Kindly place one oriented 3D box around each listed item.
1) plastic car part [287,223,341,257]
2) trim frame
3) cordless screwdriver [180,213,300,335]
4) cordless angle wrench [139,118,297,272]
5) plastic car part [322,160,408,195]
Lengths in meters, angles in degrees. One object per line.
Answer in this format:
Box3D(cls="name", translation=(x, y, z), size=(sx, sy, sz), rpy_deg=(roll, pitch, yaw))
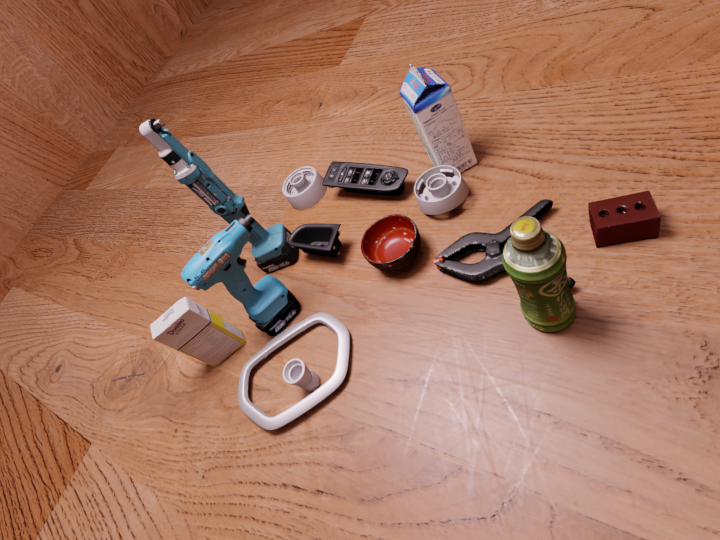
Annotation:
Box3D(cls="plastic car part", translation=(-0.088, -0.058, 0.901), size=(0.122, 0.067, 0.066), rpy_deg=(4, 61, 35))
Box3D(cls="trim frame", translation=(-0.125, 0.180, 0.783), size=(0.249, 0.026, 0.194), rpy_deg=(-37, 46, 5))
Box3D(cls="cordless screwdriver", translation=(-0.203, 0.013, 0.808), size=(0.159, 0.235, 0.079), rpy_deg=(-47, 46, -6))
Box3D(cls="cordless angle wrench", translation=(-0.273, -0.138, 0.847), size=(0.100, 0.400, 0.077), rpy_deg=(-19, 49, 19))
Box3D(cls="plastic car part", translation=(0.014, -0.196, 0.937), size=(0.214, 0.063, 0.066), rpy_deg=(11, 65, 38))
